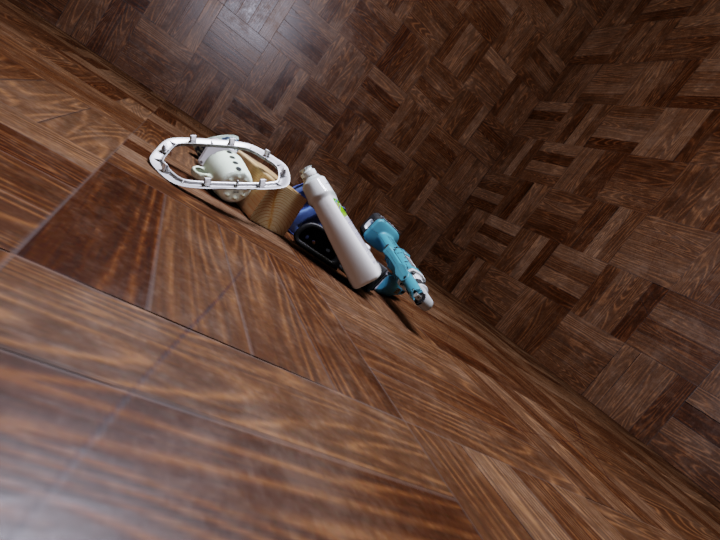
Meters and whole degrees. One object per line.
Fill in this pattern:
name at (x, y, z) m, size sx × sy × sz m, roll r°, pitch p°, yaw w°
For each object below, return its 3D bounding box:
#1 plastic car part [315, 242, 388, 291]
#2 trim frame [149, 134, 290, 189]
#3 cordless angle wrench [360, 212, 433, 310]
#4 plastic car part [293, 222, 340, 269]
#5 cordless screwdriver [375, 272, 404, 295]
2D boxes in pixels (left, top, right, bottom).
plastic car part at (-0.021, -0.024, 0.955) m, size 0.214 × 0.066 × 0.063 m, roll 40°, pitch -2°, yaw 33°
trim frame at (-0.240, -0.190, 0.748) m, size 0.238 × 0.027 × 0.194 m, roll -4°, pitch 44°, yaw -33°
cordless angle wrench at (0.087, -0.024, 0.986) m, size 0.094 × 0.075 × 0.438 m, roll 38°, pitch 13°, yaw -24°
plastic car part at (-0.089, -0.058, 0.913) m, size 0.115 × 0.066 × 0.072 m, roll 31°, pitch -8°, yaw -6°
cordless screwdriver at (0.010, -0.026, 1.079) m, size 0.261 × 0.074 × 0.151 m, roll 43°, pitch 9°, yaw 28°
